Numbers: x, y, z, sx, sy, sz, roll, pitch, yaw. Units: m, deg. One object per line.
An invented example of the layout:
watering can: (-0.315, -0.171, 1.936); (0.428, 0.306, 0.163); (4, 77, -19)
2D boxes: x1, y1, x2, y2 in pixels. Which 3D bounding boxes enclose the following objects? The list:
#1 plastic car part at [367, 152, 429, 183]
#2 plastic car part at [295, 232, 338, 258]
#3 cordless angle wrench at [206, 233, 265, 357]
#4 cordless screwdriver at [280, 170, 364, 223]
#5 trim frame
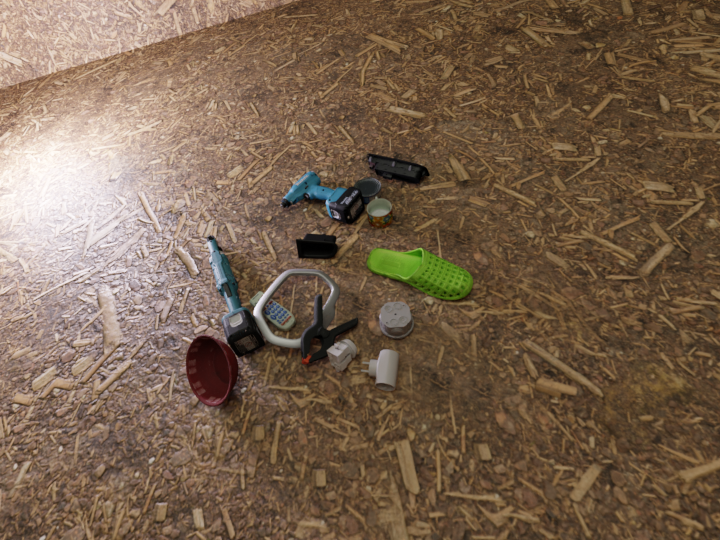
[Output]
plastic car part: (0.112, -0.315, 1.322); (0.211, 0.063, 0.067); (15, 66, 23)
plastic car part: (-0.117, -0.076, 1.196); (0.118, 0.063, 0.072); (1, 38, 9)
cordless angle wrench: (-0.362, 0.040, 1.148); (0.074, 0.094, 0.446); (-26, 47, -10)
cordless screwdriver: (-0.121, -0.214, 1.294); (0.263, 0.071, 0.158); (27, 63, 34)
trim frame: (-0.156, 0.088, 1.067); (0.190, 0.027, 0.248); (22, 50, 15)
